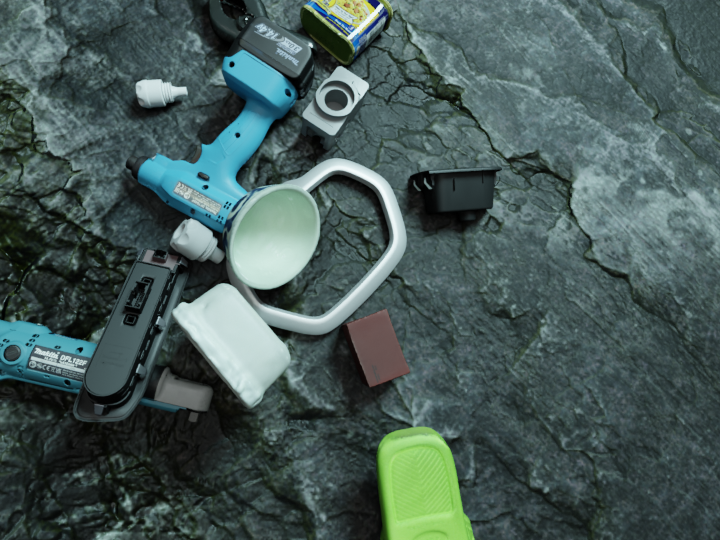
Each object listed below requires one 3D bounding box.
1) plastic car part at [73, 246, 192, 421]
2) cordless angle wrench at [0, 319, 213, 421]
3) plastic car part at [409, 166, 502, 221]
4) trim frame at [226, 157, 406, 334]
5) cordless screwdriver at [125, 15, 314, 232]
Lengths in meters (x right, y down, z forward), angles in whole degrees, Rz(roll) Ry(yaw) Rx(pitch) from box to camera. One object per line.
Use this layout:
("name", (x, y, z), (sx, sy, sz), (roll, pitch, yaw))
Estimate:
("plastic car part", (-0.240, 0.056, 0.454), (0.065, 0.067, 0.207), (16, 58, -16))
("cordless angle wrench", (-0.371, 0.091, 0.466), (0.419, 0.074, 0.099), (15, 78, -4))
("plastic car part", (0.132, -0.100, 0.557), (0.115, 0.067, 0.070), (-2, 96, -10))
("trim frame", (-0.053, -0.035, 0.540), (0.185, 0.027, 0.247), (43, 80, 3))
("cordless screwdriver", (-0.169, -0.185, 0.522), (0.159, 0.074, 0.248), (28, 90, 0))
